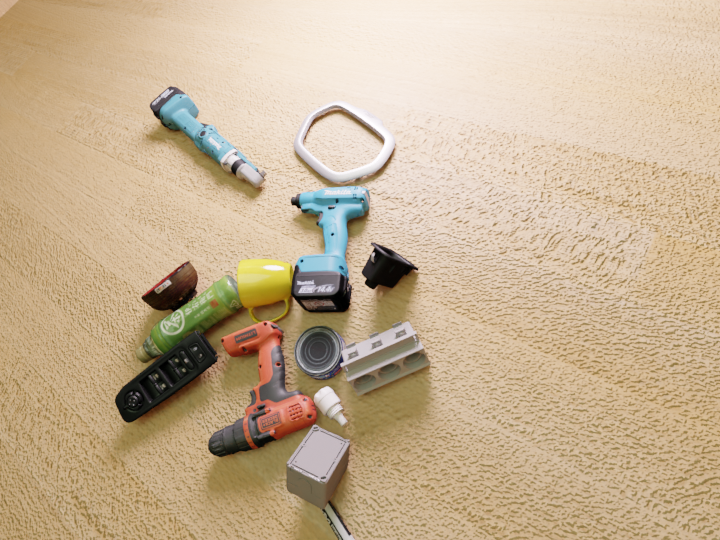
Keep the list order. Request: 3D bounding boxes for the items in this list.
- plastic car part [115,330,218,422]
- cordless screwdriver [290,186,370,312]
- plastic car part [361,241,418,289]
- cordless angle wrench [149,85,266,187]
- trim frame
[{"bbox_3d":[-0.347,0.187,0.756,0.203,0.068,0.066,-38,97,-2],"label":"plastic car part"},{"bbox_3d":[-0.077,-0.050,0.786,0.164,0.071,0.253,0,61,18],"label":"cordless screwdriver"},{"bbox_3d":[0.037,-0.001,0.707,0.069,0.111,0.071,37,103,28],"label":"plastic car part"},{"bbox_3d":[-0.366,-0.315,1.020,0.098,0.071,0.444,-45,62,-7],"label":"cordless angle wrench"},{"bbox_3d":[-0.039,-0.283,0.916,0.184,0.026,0.262,-43,58,-4],"label":"trim frame"}]
